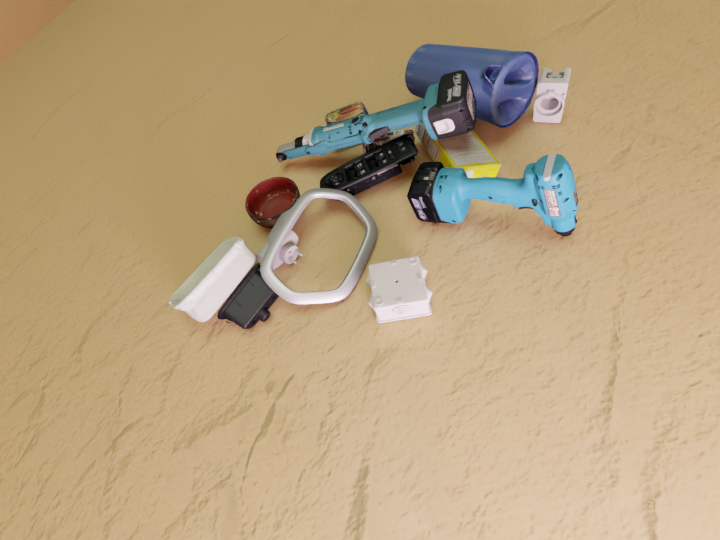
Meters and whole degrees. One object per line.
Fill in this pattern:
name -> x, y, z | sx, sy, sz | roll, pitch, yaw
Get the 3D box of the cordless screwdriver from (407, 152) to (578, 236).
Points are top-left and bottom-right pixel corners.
cordless screwdriver -> 0.215, -0.113, 0.696 | 0.262, 0.150, 0.075 | 7, 60, 39

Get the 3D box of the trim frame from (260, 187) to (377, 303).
trim frame -> -0.075, -0.049, 0.763 | 0.187, 0.027, 0.250 | 22, 66, 7

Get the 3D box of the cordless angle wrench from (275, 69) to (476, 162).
cordless angle wrench -> 0.002, -0.278, 0.837 | 0.441, 0.070, 0.099 | -4, 58, 32

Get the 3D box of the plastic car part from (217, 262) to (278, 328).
plastic car part -> -0.186, 0.057, 0.743 | 0.073, 0.064, 0.116 | 29, 71, 16

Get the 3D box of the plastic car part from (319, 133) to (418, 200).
plastic car part -> 0.014, -0.196, 0.842 | 0.205, 0.064, 0.069 | -21, 60, 8
